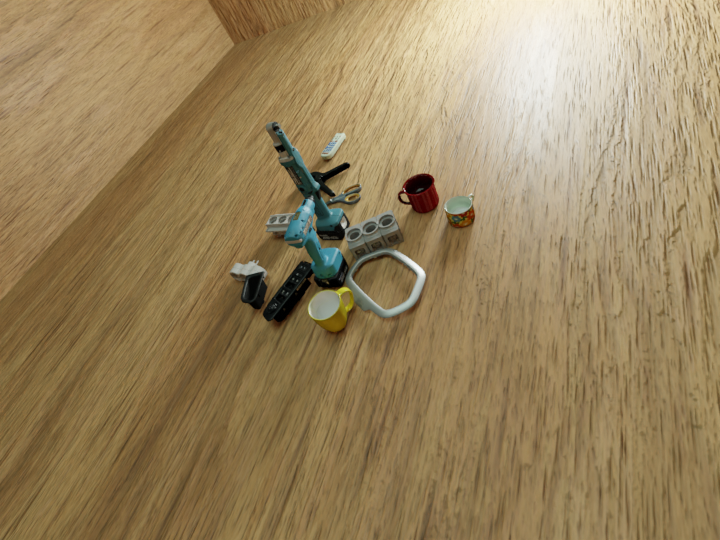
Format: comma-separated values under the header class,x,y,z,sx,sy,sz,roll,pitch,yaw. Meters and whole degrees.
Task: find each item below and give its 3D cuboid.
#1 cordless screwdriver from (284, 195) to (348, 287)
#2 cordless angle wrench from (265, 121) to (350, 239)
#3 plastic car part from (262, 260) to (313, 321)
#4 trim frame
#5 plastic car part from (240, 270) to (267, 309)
class,x,y,z,sx,sy,sz,roll,pitch,yaw
cordless screwdriver,-0.113,-0.074,1.154,0.077,0.236,0.161,-5,49,27
cordless angle wrench,-0.156,-0.250,1.217,0.102,0.401,0.075,2,52,32
plastic car part,-0.201,0.067,1.208,0.070,0.063,0.202,23,66,42
trim frame,0.060,0.028,1.112,0.183,0.026,0.263,-41,43,-7
plastic car part,-0.313,0.070,1.271,0.068,0.067,0.120,-15,46,19
